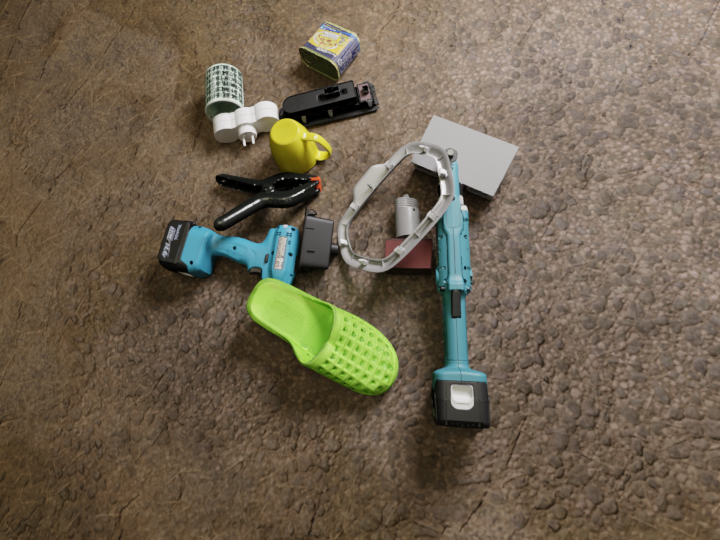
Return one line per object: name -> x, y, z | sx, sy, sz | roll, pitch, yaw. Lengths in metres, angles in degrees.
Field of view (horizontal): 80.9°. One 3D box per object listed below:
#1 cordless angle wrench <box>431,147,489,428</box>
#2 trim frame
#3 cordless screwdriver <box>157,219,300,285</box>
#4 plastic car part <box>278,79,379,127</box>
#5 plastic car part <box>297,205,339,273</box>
cordless angle wrench -> 0.145, 0.012, 0.656 | 0.076, 0.095, 0.428 | -1, 78, 8
trim frame -> 0.049, -0.108, 0.710 | 0.249, 0.026, 0.194 | -49, 46, 18
cordless screwdriver -> -0.240, -0.010, 0.772 | 0.253, 0.072, 0.161 | 5, 75, 9
plastic car part -> -0.070, -0.332, 0.841 | 0.206, 0.065, 0.067 | -12, 80, 10
plastic car part -> -0.074, -0.049, 0.760 | 0.071, 0.065, 0.118 | 4, 78, -4
